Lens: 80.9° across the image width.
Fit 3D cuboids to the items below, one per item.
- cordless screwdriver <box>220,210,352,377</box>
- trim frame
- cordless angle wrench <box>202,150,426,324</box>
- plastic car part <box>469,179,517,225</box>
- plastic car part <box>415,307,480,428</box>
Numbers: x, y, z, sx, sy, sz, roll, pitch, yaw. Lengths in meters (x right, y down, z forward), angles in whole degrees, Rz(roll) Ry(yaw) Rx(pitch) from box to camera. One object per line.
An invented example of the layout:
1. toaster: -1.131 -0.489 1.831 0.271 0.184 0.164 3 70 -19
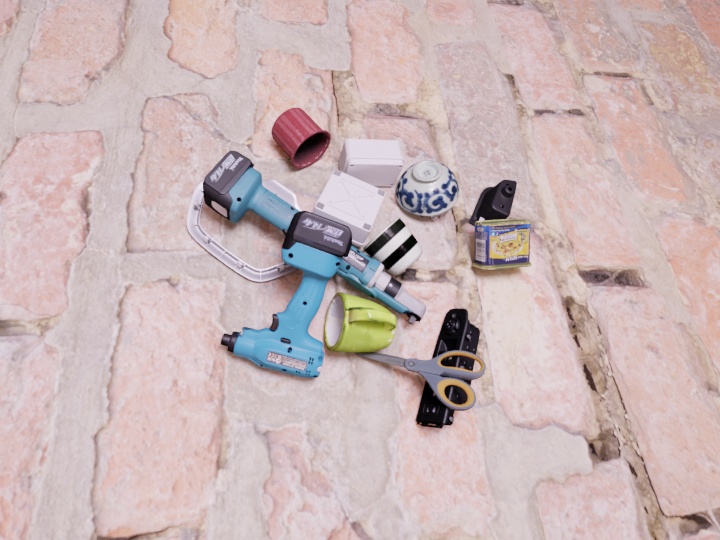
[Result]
1. cordless screwdriver: -0.110 0.031 0.645 0.158 0.075 0.248 15 94 -3
2. trim frame: -0.194 -0.088 0.759 0.253 0.027 0.183 35 64 9
3. cordless angle wrench: -0.070 -0.046 0.714 0.425 0.074 0.098 34 66 2
4. plastic car part: 0.274 -0.137 0.834 0.066 0.070 0.117 27 67 -1
5. plastic car part: 0.153 0.156 0.684 0.066 0.067 0.205 23 63 -13
